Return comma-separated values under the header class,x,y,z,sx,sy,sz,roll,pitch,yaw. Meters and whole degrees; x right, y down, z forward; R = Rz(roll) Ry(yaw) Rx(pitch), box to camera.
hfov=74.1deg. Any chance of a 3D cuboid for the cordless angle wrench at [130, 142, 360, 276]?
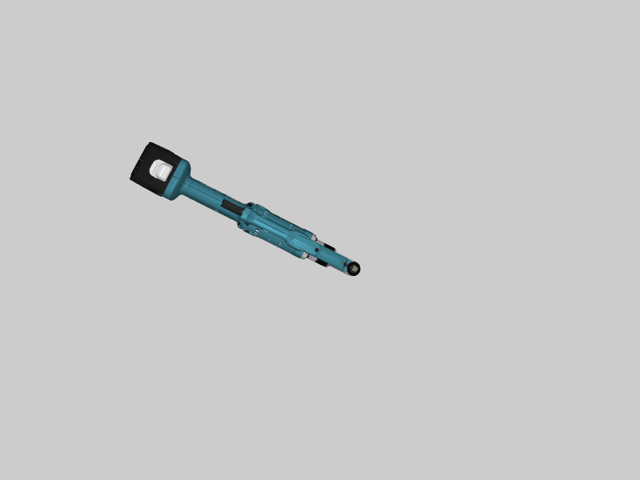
class,x,y,z,sx,sy,sz,roll,pitch,yaw
cordless angle wrench,-0.118,-0.036,0.758,0.423,0.074,0.098,27,-5,-8
